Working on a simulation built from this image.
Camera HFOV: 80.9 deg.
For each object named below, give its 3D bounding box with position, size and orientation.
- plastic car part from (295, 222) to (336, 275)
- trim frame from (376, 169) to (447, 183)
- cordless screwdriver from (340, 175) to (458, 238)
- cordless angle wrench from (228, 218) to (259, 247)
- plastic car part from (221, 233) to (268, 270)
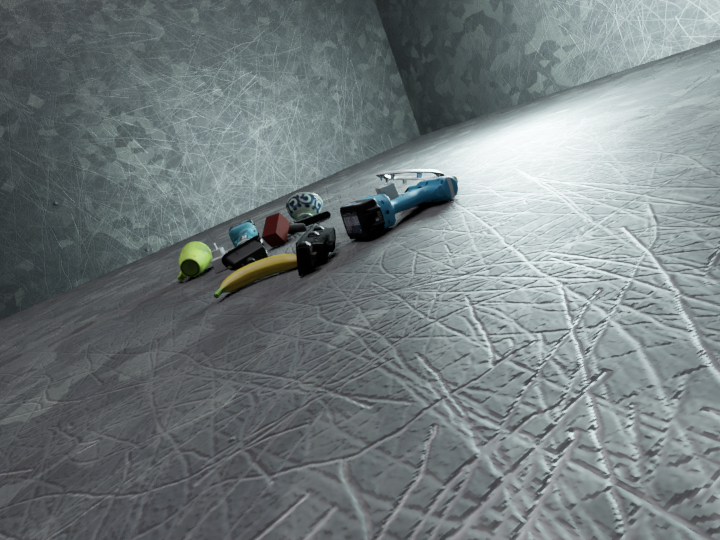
[{"bbox_3d":[-0.085,-0.055,0.864,0.068,0.065,0.205,-10,17,6],"label":"plastic car part"},{"bbox_3d":[0.140,-0.244,1.107,0.189,0.027,0.243,1,6,16],"label":"trim frame"},{"bbox_3d":[0.071,-0.145,0.930,0.243,0.073,0.166,-25,15,-22],"label":"cordless screwdriver"},{"bbox_3d":[-0.354,-0.087,1.301,0.097,0.072,0.437,-25,19,-9],"label":"cordless angle wrench"},{"bbox_3d":[-0.279,-0.032,1.059,0.114,0.063,0.075,-34,32,-27],"label":"plastic car part"}]
